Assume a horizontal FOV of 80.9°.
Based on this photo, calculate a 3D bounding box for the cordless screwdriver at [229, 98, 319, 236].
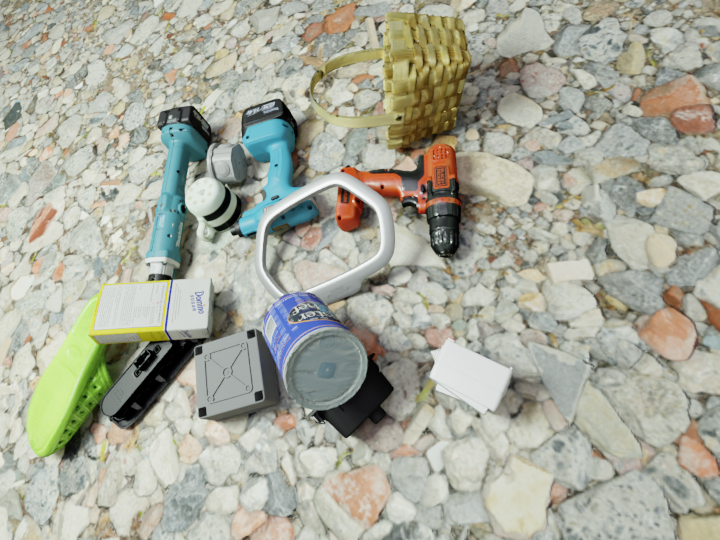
[{"bbox_3d":[-0.174,-0.182,0.769,0.161,0.071,0.256,-18,66,11],"label":"cordless screwdriver"}]

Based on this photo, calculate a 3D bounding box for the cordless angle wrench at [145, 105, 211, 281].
[{"bbox_3d":[-0.354,-0.113,0.795,0.076,0.094,0.432,-6,68,12],"label":"cordless angle wrench"}]

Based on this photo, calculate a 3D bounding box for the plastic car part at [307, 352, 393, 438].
[{"bbox_3d":[-0.003,0.174,0.558,0.116,0.064,0.073,-40,76,-5],"label":"plastic car part"}]

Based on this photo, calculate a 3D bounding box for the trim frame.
[{"bbox_3d":[-0.064,-0.042,0.654,0.253,0.026,0.187,-26,79,20],"label":"trim frame"}]

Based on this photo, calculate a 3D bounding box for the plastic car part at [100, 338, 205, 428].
[{"bbox_3d":[-0.341,0.165,0.681,0.069,0.064,0.203,35,84,20],"label":"plastic car part"}]
